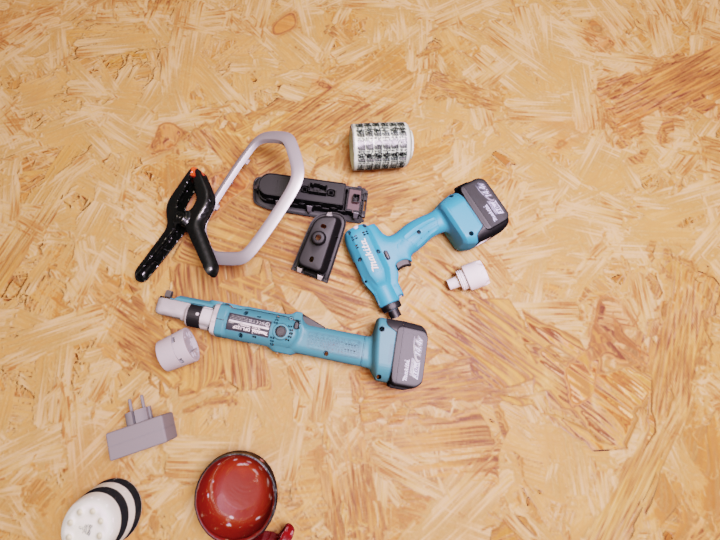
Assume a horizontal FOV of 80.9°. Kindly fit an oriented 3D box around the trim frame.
[{"bbox_3d":[-0.182,-0.118,0.689,0.195,0.026,0.248,37,97,36],"label":"trim frame"}]

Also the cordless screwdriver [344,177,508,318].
[{"bbox_3d":[0.114,-0.037,0.685,0.248,0.073,0.163,-24,76,-2],"label":"cordless screwdriver"}]

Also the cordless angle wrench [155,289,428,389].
[{"bbox_3d":[-0.118,0.095,0.655,0.428,0.073,0.099,10,75,6],"label":"cordless angle wrench"}]

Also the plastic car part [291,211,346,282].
[{"bbox_3d":[-0.066,-0.043,0.678,0.067,0.070,0.116,20,92,3],"label":"plastic car part"}]

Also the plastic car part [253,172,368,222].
[{"bbox_3d":[-0.090,-0.129,0.722,0.205,0.066,0.067,8,83,6],"label":"plastic car part"}]
